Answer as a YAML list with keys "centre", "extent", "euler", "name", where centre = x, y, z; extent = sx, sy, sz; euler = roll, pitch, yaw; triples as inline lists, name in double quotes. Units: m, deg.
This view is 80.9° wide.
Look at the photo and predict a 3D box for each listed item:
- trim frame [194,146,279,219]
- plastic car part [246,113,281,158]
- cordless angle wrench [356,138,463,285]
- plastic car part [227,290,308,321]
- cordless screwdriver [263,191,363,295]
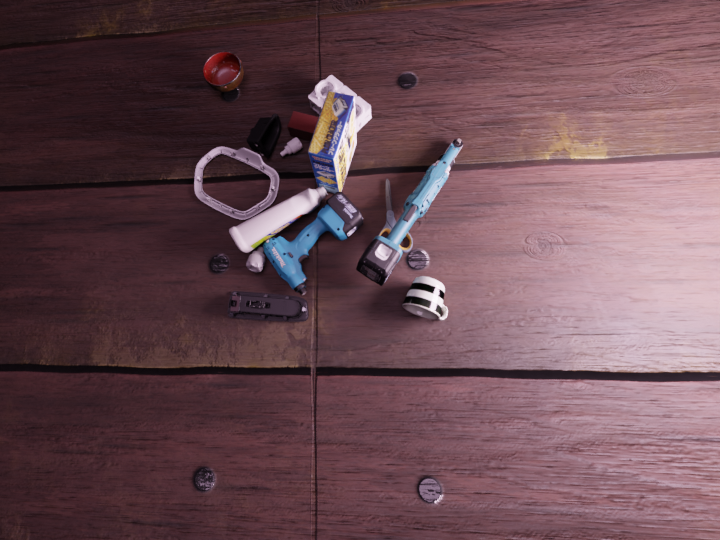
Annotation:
- centre: [-0.336, -0.240, 1.130]
  extent: [0.256, 0.027, 0.184]
  euler: [27, 80, 15]
  name: "trim frame"
- centre: [-0.265, -0.366, 1.137]
  extent: [0.073, 0.063, 0.118]
  euler: [7, 63, 21]
  name: "plastic car part"
- centre: [0.135, -0.158, 1.009]
  extent: [0.076, 0.096, 0.422]
  euler: [32, 72, 7]
  name: "cordless angle wrench"
- centre: [-0.225, 0.084, 1.016]
  extent: [0.205, 0.065, 0.067]
  euler: [5, 70, 6]
  name: "plastic car part"
- centre: [-0.101, -0.066, 1.032]
  extent: [0.249, 0.072, 0.164]
  euler: [-36, 75, 1]
  name: "cordless screwdriver"
